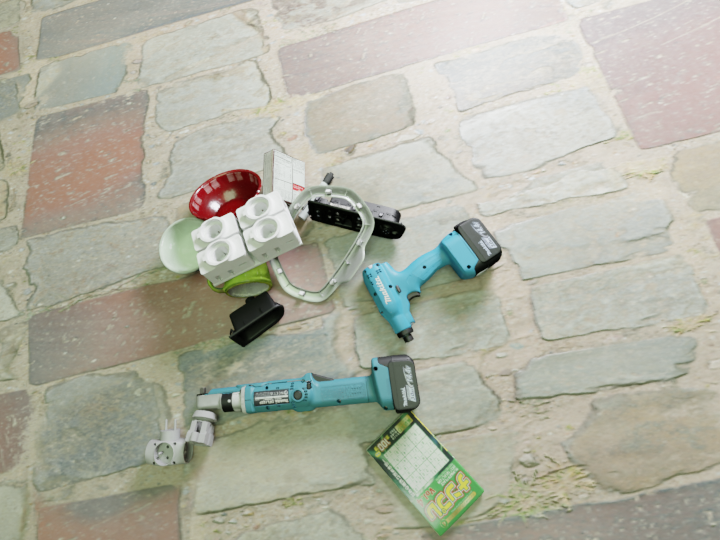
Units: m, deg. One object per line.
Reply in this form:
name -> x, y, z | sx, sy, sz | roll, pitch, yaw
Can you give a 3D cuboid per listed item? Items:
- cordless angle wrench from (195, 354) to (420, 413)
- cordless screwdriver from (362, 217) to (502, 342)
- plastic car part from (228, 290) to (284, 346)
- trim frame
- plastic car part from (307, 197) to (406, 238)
cordless angle wrench -> -0.109, 0.227, 0.786 | 0.429, 0.072, 0.100 | -8, 75, 9
cordless screwdriver -> 0.144, 0.017, 0.798 | 0.250, 0.072, 0.164 | -28, 74, 5
plastic car part -> -0.214, 0.088, 0.848 | 0.116, 0.063, 0.074 | -38, 61, -6
trim frame -> -0.082, -0.054, 0.838 | 0.187, 0.027, 0.248 | 36, 101, 8
plastic car part -> -0.004, -0.114, 0.866 | 0.209, 0.064, 0.067 | 19, 54, 14
